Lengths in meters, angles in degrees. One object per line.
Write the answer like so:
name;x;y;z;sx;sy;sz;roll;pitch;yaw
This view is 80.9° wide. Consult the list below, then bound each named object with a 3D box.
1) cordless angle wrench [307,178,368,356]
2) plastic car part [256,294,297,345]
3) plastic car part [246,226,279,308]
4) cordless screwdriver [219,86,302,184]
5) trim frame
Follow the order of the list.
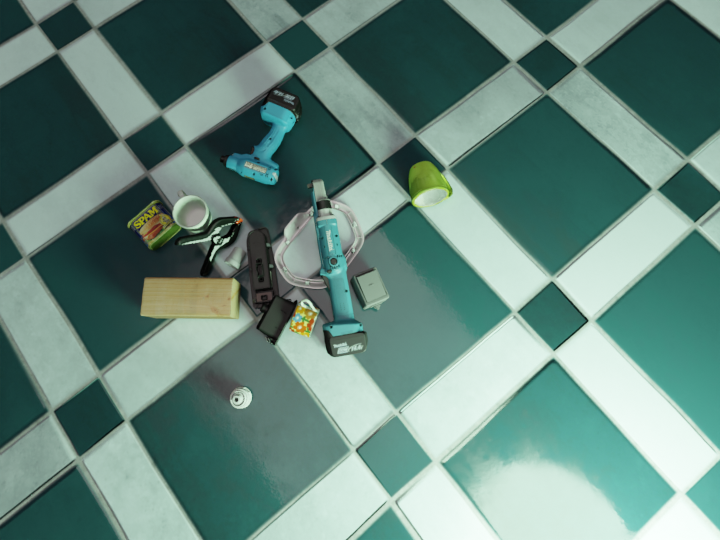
cordless angle wrench;-0.067;-0.016;1.004;0.097;0.074;0.428;-10;80;-4
plastic car part;-0.205;0.108;0.991;0.069;0.067;0.117;27;75;-15
plastic car part;-0.248;-0.014;1.038;0.067;0.065;0.207;-11;73;3
cordless screwdriver;-0.260;-0.360;1.122;0.161;0.073;0.250;19;81;5
trim frame;-0.104;-0.068;1.064;0.188;0.027;0.248;37;81;11
